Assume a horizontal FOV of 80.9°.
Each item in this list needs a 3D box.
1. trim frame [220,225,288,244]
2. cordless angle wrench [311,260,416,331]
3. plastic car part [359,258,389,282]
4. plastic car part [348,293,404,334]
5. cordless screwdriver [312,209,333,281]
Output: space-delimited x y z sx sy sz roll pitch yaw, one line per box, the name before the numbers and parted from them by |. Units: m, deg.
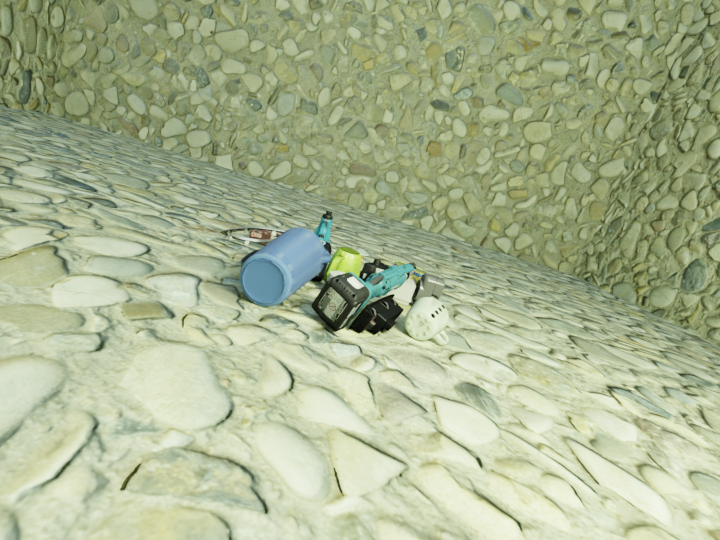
trim frame | -0.261 -0.088 1.125 0.260 0.028 0.174 -2 -10 41
cordless angle wrench | 0.042 0.032 0.980 0.077 0.098 0.408 41 26 16
plastic car part | 0.045 0.002 1.249 0.070 0.070 0.111 26 13 36
plastic car part | 0.048 0.094 0.910 0.069 0.066 0.197 32 17 13
cordless screwdriver | -0.114 -0.075 1.166 0.074 0.158 0.252 18 15 -6
